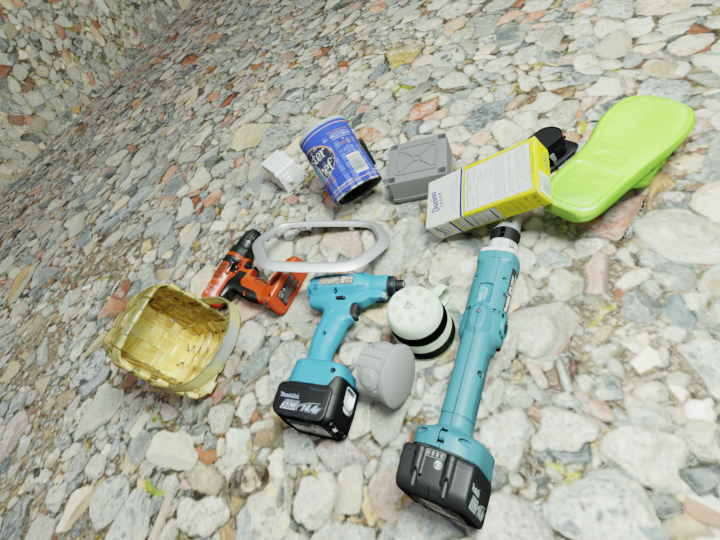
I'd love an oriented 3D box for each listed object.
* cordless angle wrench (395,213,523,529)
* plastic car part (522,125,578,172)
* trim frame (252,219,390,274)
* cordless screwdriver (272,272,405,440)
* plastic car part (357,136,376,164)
[{"bbox_3d":[0.154,0.072,0.530,0.078,0.093,0.425,2,53,34],"label":"cordless angle wrench"},{"bbox_3d":[0.250,-0.165,0.680,0.202,0.064,0.070,-34,39,-2],"label":"plastic car part"},{"bbox_3d":[-0.073,-0.048,0.747,0.254,0.026,0.187,-2,35,14],"label":"trim frame"},{"bbox_3d":[-0.023,0.107,0.613,0.165,0.070,0.253,-7,49,24],"label":"cordless screwdriver"},{"bbox_3d":[-0.038,-0.231,0.898,0.117,0.063,0.073,-30,31,10],"label":"plastic car part"}]
